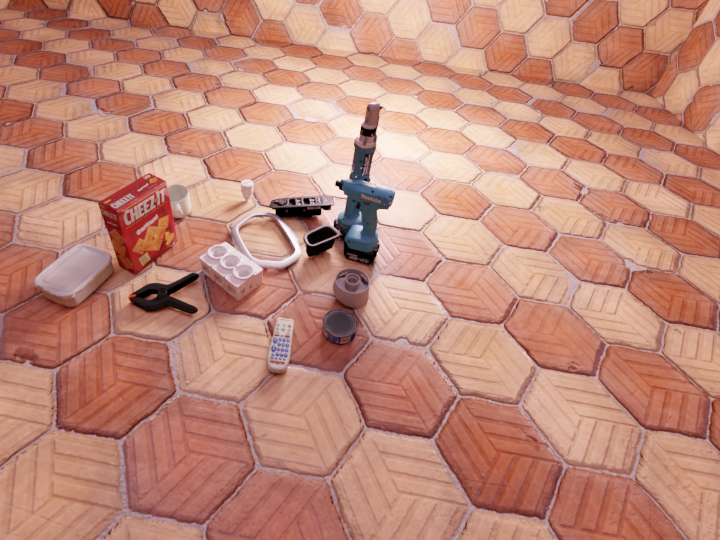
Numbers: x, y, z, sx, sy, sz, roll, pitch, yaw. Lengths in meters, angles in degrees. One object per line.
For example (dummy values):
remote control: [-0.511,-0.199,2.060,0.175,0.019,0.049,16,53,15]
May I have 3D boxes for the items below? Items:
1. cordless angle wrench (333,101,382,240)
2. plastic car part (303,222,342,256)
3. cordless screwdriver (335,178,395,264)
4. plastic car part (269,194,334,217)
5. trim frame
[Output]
cordless angle wrench: [-0.001,-0.263,1.178,0.095,0.413,0.078,-18,51,-28]
plastic car part: [-0.119,-0.078,1.218,0.113,0.069,0.069,-29,56,-33]
cordless screwdriver: [-0.005,-0.140,1.171,0.162,0.243,0.074,20,44,9]
plastic car part: [-0.188,-0.202,1.342,0.200,0.065,0.069,-1,44,-9]
trim frame: [-0.275,-0.092,1.244,0.179,0.027,0.262,-19,49,-25]
